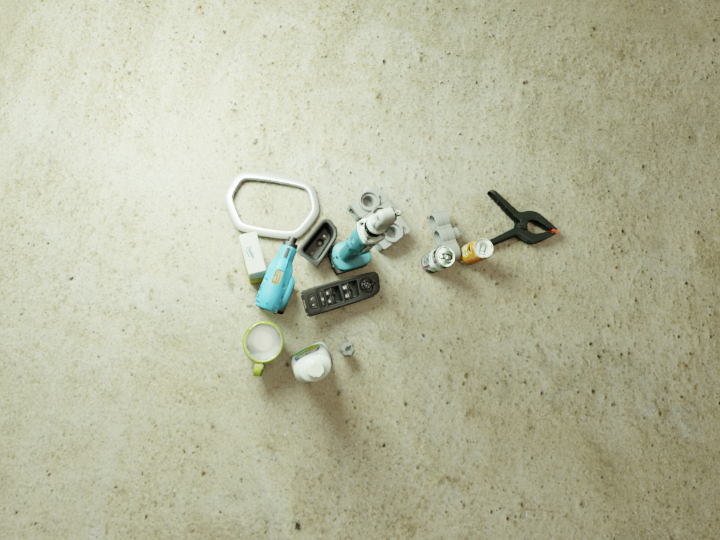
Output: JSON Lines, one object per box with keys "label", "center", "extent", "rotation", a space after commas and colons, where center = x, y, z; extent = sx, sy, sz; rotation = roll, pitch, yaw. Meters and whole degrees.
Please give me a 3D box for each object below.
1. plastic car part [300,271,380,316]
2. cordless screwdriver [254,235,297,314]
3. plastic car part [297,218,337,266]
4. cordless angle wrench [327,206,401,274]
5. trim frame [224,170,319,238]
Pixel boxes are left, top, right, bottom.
{"label": "plastic car part", "center": [-0.047, 0.057, 1.057], "extent": [0.200, 0.067, 0.067], "rotation": [-16, 83, -9]}
{"label": "cordless screwdriver", "center": [-0.184, 0.019, 0.958], "extent": [0.074, 0.249, 0.160], "rotation": [21, 78, -7]}
{"label": "plastic car part", "center": [-0.105, -0.069, 1.076], "extent": [0.066, 0.071, 0.116], "rotation": [35, 77, -1]}
{"label": "cordless angle wrench", "center": [0.003, -0.062, 0.905], "extent": [0.096, 0.424, 0.075], "rotation": [-16, 85, -13]}
{"label": "trim frame", "center": [-0.231, -0.176, 1.108], "extent": [0.247, 0.027, 0.186], "rotation": [7, 78, -4]}
